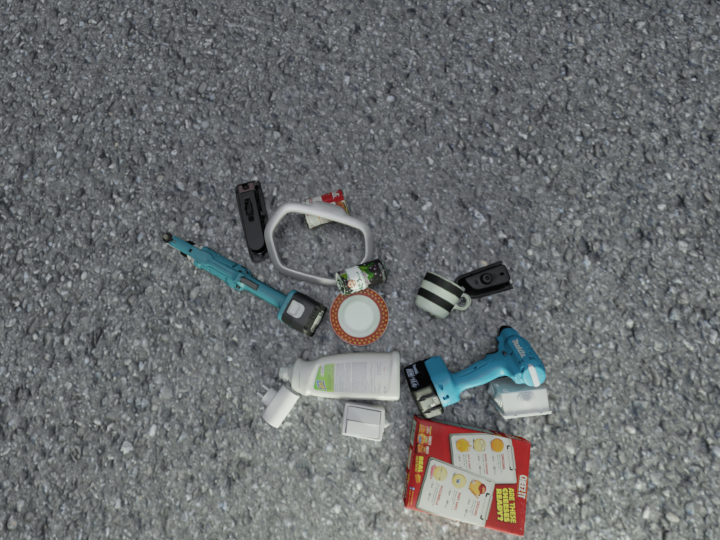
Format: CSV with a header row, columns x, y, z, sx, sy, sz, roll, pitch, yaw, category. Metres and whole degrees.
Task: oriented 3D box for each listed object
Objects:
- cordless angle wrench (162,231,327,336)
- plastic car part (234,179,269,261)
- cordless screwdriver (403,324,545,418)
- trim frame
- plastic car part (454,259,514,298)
x,y,z,sx,sy,sz,roll,pitch,yaw,category
-0.278,0.014,0.956,0.436,0.095,0.074,27,81,15,cordless angle wrench
-0.251,-0.122,0.995,0.066,0.066,0.206,-13,79,-7,plastic car part
0.215,0.191,0.844,0.252,0.162,0.072,-21,112,11,cordless screwdriver
-0.092,-0.060,0.942,0.248,0.028,0.183,15,102,-1,trim frame
0.267,0.020,0.898,0.116,0.069,0.067,-17,77,-2,plastic car part
